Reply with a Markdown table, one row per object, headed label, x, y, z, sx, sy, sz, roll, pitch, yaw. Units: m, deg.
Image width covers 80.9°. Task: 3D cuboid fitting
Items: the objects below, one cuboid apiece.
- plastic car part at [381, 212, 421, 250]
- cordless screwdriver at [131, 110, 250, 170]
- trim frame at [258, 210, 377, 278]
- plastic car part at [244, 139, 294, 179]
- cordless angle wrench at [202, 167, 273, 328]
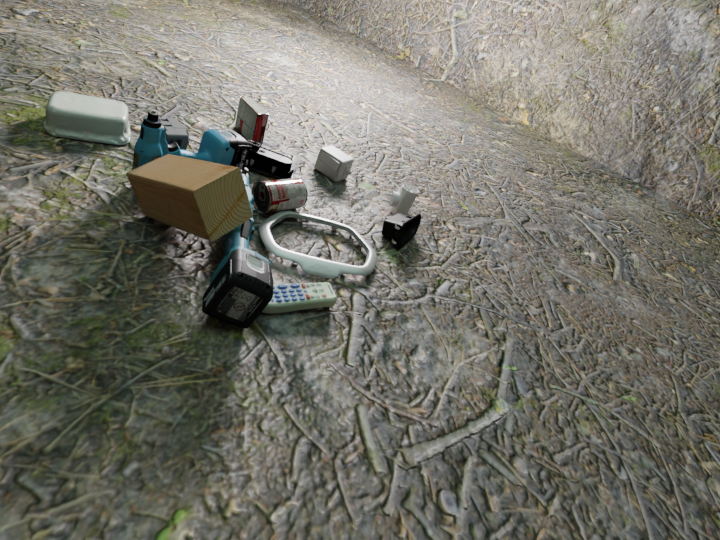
| label | x | y | z | sx | sy | sz | roll | pitch | yaw |
| --- | --- | --- | --- | --- | --- | --- | --- | --- | --- |
| plastic car part | 0.087 | -0.103 | 0.979 | 0.074 | 0.065 | 0.114 | 20 | 30 | 20 |
| cordless screwdriver | -0.339 | -0.250 | 0.859 | 0.077 | 0.158 | 0.241 | 39 | 36 | 18 |
| trim frame | -0.083 | -0.054 | 0.850 | 0.242 | 0.027 | 0.191 | 13 | 35 | -15 |
| plastic car part | -0.248 | -0.274 | 1.024 | 0.202 | 0.066 | 0.067 | 23 | 28 | -4 |
| cordless angle wrench | -0.220 | -0.080 | 0.766 | 0.071 | 0.098 | 0.441 | 27 | 25 | -31 |
